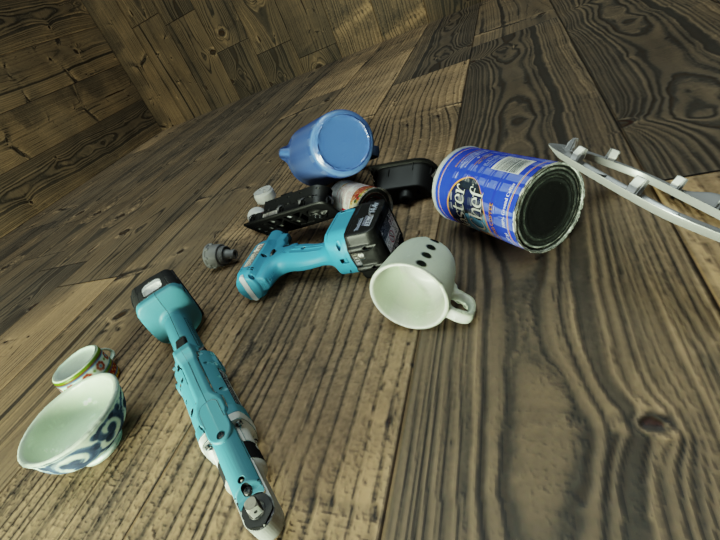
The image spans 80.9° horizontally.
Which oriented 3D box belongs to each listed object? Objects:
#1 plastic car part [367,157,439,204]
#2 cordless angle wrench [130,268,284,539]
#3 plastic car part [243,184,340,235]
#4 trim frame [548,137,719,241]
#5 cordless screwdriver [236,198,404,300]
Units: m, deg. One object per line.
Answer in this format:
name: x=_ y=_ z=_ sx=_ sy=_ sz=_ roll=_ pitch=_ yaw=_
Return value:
plastic car part: x=0.072 y=-0.141 z=0.708 sx=0.121 sy=0.062 sz=0.072 roll=-3 pitch=52 yaw=28
cordless angle wrench: x=-0.188 y=0.122 z=0.493 sx=0.073 sy=0.093 sz=0.447 roll=-36 pitch=37 yaw=-17
plastic car part: x=-0.116 y=-0.105 z=0.739 sx=0.212 sy=0.062 sz=0.068 roll=-4 pitch=64 yaw=43
trim frame: x=0.290 y=-0.075 z=0.398 sx=0.179 sy=0.027 sz=0.259 roll=10 pitch=29 yaw=-18
cordless screwdriver: x=-0.063 y=-0.041 z=0.644 sx=0.257 sy=0.071 sz=0.161 roll=-13 pitch=34 yaw=26
